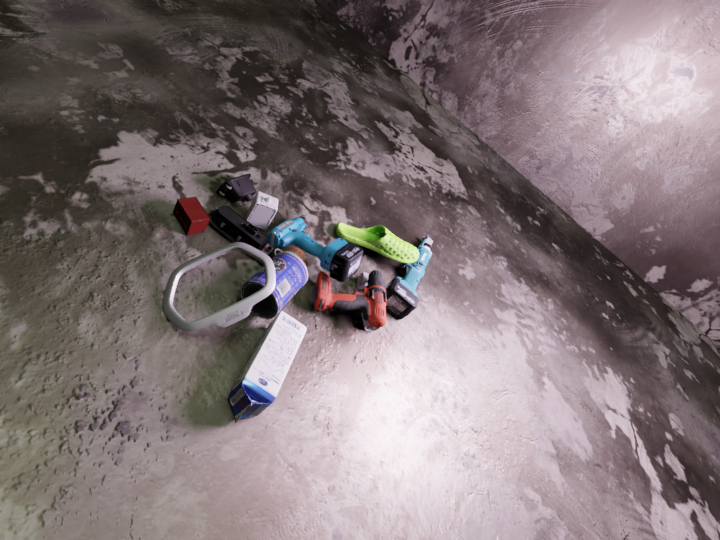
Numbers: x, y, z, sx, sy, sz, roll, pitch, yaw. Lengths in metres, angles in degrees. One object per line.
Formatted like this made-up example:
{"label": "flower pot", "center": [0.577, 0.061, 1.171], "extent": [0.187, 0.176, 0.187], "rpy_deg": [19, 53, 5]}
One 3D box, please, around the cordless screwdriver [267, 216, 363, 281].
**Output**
{"label": "cordless screwdriver", "center": [-0.112, -0.073, 1.145], "extent": [0.258, 0.073, 0.157], "rpy_deg": [25, 35, 18]}

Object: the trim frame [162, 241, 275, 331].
{"label": "trim frame", "center": [-0.301, 0.032, 0.904], "extent": [0.245, 0.027, 0.193], "rpy_deg": [-26, 59, -15]}

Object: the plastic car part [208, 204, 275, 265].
{"label": "plastic car part", "center": [-0.305, -0.100, 1.088], "extent": [0.203, 0.067, 0.066], "rpy_deg": [35, 47, 0]}

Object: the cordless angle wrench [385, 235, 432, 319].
{"label": "cordless angle wrench", "center": [0.173, -0.005, 1.346], "extent": [0.098, 0.075, 0.420], "rpy_deg": [38, 37, -1]}

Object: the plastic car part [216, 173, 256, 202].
{"label": "plastic car part", "center": [-0.335, -0.226, 1.192], "extent": [0.071, 0.067, 0.113], "rpy_deg": [59, 37, -1]}
